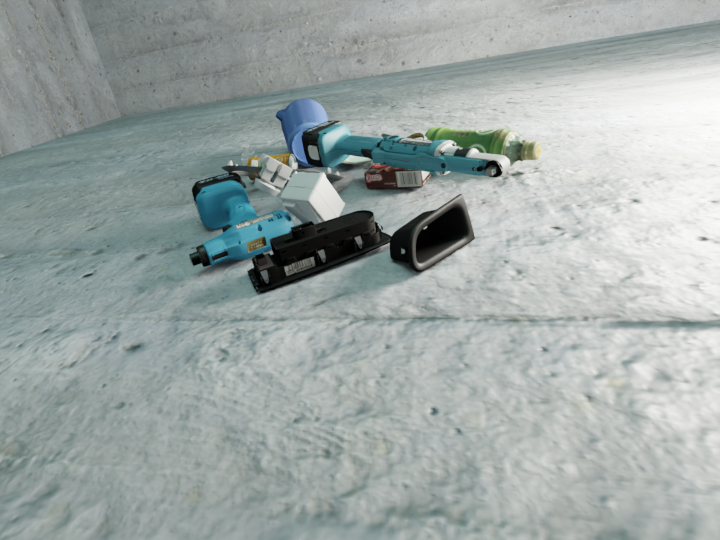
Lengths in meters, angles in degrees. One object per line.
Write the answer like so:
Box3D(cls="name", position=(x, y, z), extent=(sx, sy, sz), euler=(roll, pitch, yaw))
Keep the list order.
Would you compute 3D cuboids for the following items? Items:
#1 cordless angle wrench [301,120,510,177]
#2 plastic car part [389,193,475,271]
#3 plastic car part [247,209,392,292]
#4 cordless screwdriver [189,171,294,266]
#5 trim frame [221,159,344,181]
Box3D(cls="cordless angle wrench", position=(0.059, -0.212, 0.756), extent=(0.096, 0.071, 0.448), euler=(-35, 38, -30))
Box3D(cls="plastic car part", position=(0.082, -0.046, 0.553), extent=(0.114, 0.064, 0.074), euler=(-30, 19, -26))
Box3D(cls="plastic car part", position=(-0.056, -0.037, 0.577), extent=(0.199, 0.065, 0.069), euler=(-16, 22, -15))
Box3D(cls="cordless screwdriver", position=(-0.229, -0.086, 0.707), extent=(0.156, 0.072, 0.263), euler=(-24, 35, -22))
Box3D(cls="trim frame", position=(-0.155, -0.197, 0.843), extent=(0.252, 0.027, 0.183), euler=(4, 6, 5))
